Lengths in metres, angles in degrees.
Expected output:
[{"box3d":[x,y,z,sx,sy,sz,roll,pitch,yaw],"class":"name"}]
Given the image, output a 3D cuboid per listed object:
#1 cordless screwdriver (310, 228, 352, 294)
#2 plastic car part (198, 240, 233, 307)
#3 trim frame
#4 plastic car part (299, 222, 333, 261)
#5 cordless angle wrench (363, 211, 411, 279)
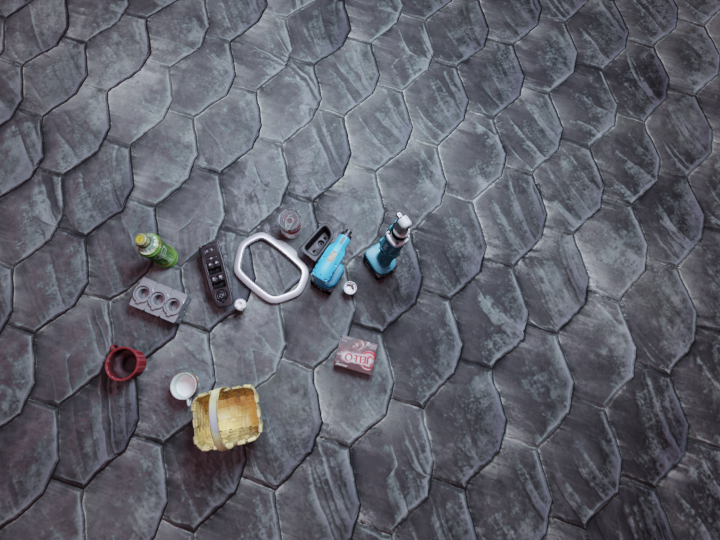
[{"box3d":[-0.080,-0.021,1.214,0.075,0.246,0.159,31,76,2],"class":"cordless screwdriver"},{"box3d":[-0.436,0.018,1.292,0.066,0.066,0.207,-17,76,-7],"class":"plastic car part"},{"box3d":[-0.280,-0.010,1.322,0.253,0.027,0.183,37,77,9],"class":"trim frame"},{"box3d":[-0.129,-0.085,1.322,0.067,0.070,0.116,38,77,6],"class":"plastic car part"},{"box3d":[0.079,-0.064,1.138,0.074,0.419,0.100,-32,83,-12],"class":"cordless angle wrench"}]
